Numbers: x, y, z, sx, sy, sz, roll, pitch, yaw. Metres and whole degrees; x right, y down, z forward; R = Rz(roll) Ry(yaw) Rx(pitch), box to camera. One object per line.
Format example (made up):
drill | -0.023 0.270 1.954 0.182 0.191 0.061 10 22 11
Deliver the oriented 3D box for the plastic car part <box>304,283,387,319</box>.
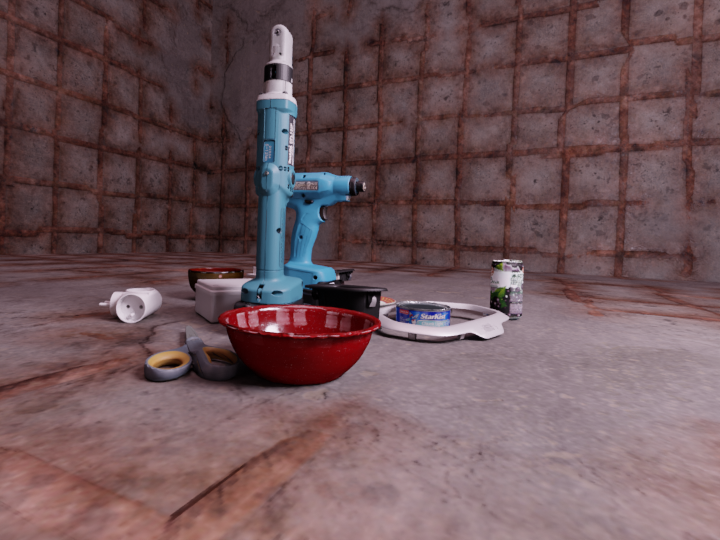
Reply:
plastic car part | -0.019 0.054 0.595 0.063 0.071 0.122 0 4 -43

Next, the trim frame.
trim frame | 0.123 0.076 0.664 0.194 0.027 0.237 6 6 44

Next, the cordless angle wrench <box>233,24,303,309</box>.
cordless angle wrench | -0.118 -0.125 0.585 0.076 0.422 0.096 2 1 11

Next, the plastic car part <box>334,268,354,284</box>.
plastic car part | -0.102 0.030 0.914 0.070 0.067 0.193 4 4 44

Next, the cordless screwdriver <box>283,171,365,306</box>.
cordless screwdriver | -0.072 -0.047 0.741 0.165 0.248 0.072 3 1 21
